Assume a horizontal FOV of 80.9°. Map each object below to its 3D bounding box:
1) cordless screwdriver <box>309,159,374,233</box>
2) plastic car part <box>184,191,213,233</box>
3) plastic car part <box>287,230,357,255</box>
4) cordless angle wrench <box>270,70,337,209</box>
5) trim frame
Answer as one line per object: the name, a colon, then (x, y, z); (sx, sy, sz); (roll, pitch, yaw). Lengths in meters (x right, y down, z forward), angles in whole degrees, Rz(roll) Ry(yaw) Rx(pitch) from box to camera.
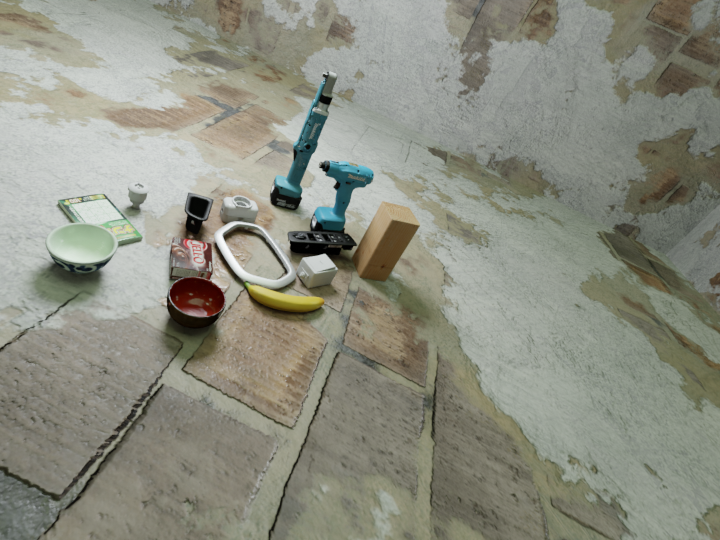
cordless screwdriver: (-0.081, -0.200, 1.210); (0.153, 0.247, 0.078); (10, 37, -27)
plastic car part: (-0.413, -0.135, 1.058); (0.064, 0.070, 0.121); (14, 35, -21)
plastic car part: (-0.115, -0.075, 1.179); (0.194, 0.066, 0.070); (5, 39, -29)
cordless angle wrench: (-0.159, -0.372, 1.241); (0.094, 0.420, 0.077); (15, 35, -22)
trim frame: (-0.264, -0.043, 1.070); (0.176, 0.027, 0.261); (-10, 47, -42)
